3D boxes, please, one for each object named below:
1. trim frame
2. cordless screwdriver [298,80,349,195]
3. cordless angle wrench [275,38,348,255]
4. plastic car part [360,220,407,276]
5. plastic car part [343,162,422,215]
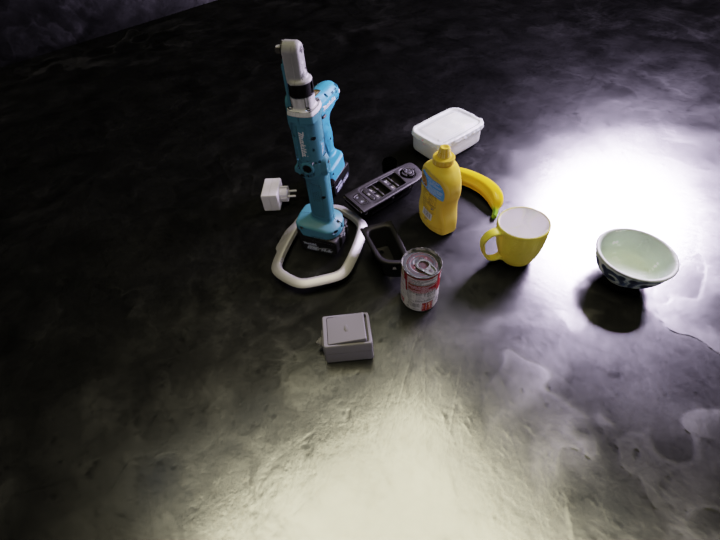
[{"bbox_3d":[-0.087,-0.057,0.891,0.190,0.026,0.251,9,51,16],"label":"trim frame"},{"bbox_3d":[-0.092,-0.271,0.935,0.077,0.239,0.159,18,53,19],"label":"cordless screwdriver"},{"bbox_3d":[-0.087,-0.196,0.758,0.101,0.407,0.075,14,52,16],"label":"cordless angle wrench"},{"bbox_3d":[0.050,-0.031,0.819,0.065,0.068,0.122,-16,49,-7],"label":"plastic car part"},{"bbox_3d":[0.058,-0.175,0.944,0.200,0.064,0.070,-35,54,-21],"label":"plastic car part"}]
